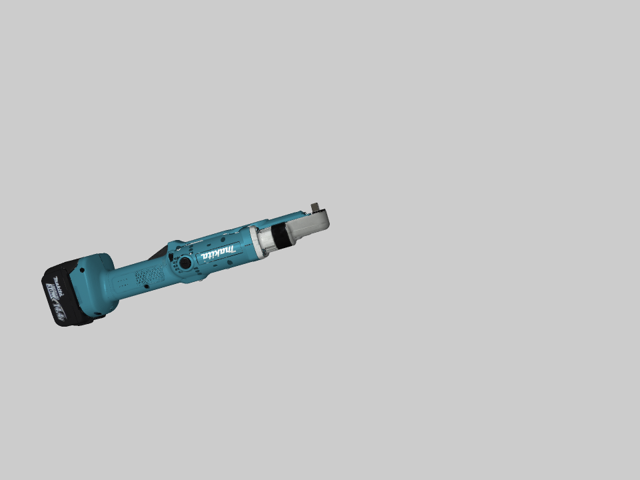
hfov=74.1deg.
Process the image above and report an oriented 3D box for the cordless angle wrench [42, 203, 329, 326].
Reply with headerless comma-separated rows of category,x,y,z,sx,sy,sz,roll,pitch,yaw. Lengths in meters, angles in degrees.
cordless angle wrench,-0.191,0.029,0.624,0.423,0.098,0.074,-16,3,7
